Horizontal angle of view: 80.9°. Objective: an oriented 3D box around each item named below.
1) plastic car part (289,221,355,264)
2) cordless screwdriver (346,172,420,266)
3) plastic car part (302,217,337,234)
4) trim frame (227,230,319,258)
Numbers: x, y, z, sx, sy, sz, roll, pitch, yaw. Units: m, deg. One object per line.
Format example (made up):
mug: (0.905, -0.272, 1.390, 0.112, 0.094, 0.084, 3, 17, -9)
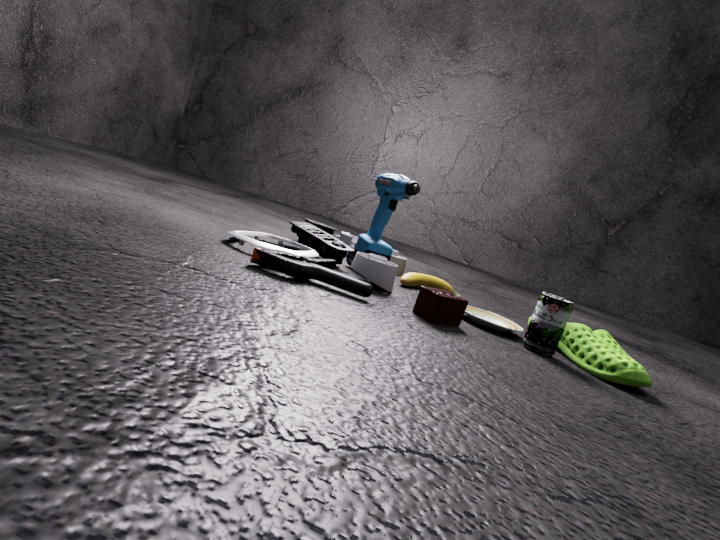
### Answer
plastic car part: (-0.101, -0.066, 1.035, 0.063, 0.067, 0.215, 11, 11, -46)
cordless screwdriver: (0.058, -0.105, 0.998, 0.071, 0.248, 0.167, 15, 8, -27)
plastic car part: (-0.133, -0.108, 1.228, 0.070, 0.070, 0.110, 24, 10, 37)
trim frame: (-0.188, -0.056, 0.923, 0.189, 0.027, 0.244, 19, 8, 10)
